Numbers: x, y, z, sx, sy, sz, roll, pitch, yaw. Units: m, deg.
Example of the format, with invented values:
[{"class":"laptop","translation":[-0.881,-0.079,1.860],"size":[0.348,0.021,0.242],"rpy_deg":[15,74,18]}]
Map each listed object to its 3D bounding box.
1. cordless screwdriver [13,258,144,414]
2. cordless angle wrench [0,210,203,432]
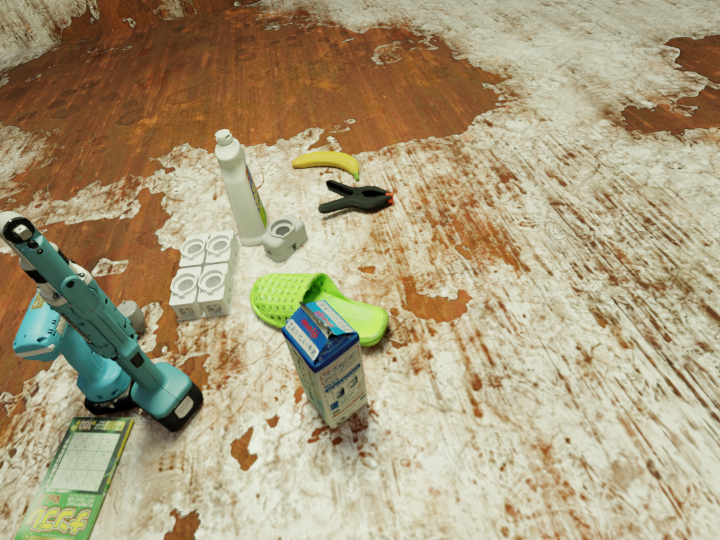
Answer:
[{"class":"cordless screwdriver","translation":[-0.422,0.110,0.661],"size":[0.074,0.239,0.166],"rpy_deg":[-11,47,-4]},{"class":"cordless angle wrench","translation":[-0.325,0.085,0.552],"size":[0.102,0.406,0.074],"rpy_deg":[22,54,24]}]
